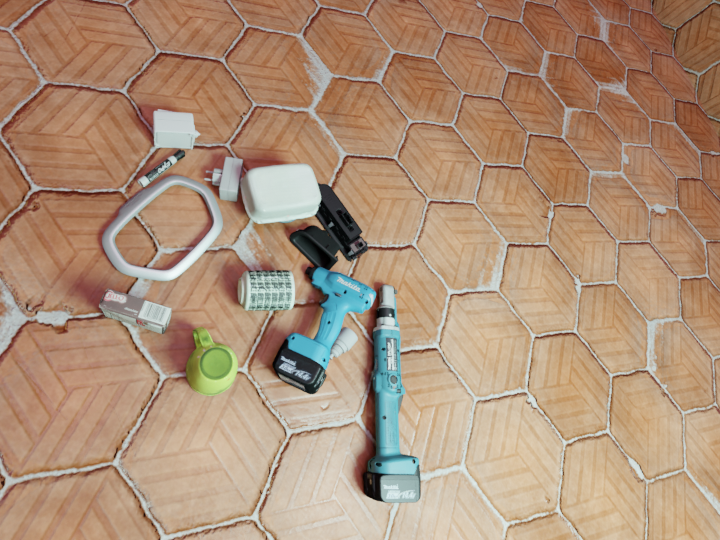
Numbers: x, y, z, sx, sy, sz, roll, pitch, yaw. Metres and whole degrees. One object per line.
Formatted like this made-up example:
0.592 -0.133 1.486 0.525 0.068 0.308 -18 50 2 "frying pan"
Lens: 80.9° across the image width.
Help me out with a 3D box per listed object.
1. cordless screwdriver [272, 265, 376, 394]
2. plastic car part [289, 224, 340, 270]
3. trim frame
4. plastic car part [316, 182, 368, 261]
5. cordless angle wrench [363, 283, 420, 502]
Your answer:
-0.093 0.106 0.853 0.165 0.072 0.248 23 63 18 "cordless screwdriver"
-0.092 -0.060 0.941 0.117 0.066 0.070 45 46 3 "plastic car part"
-0.393 -0.089 0.854 0.183 0.028 0.248 37 63 -5 "trim frame"
-0.055 -0.121 0.976 0.065 0.067 0.206 -34 82 -22 "plastic car part"
0.058 0.230 0.874 0.095 0.075 0.433 9 65 -20 "cordless angle wrench"
